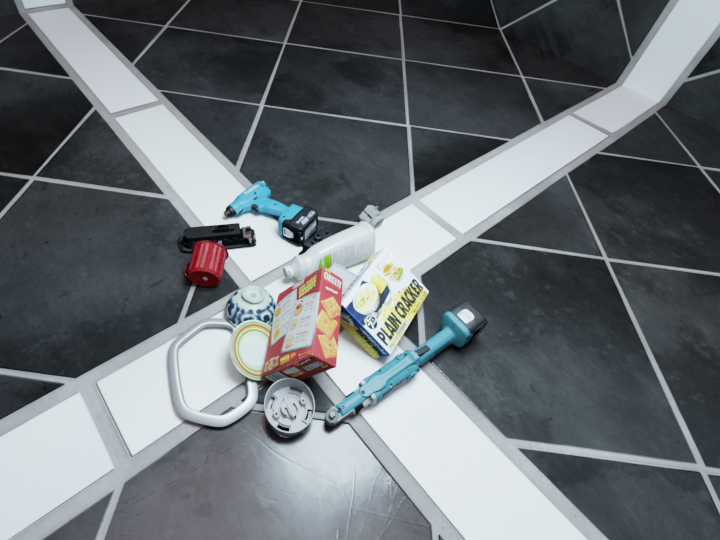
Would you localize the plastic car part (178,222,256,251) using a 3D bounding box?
[{"bbox_3d":[-0.381,-0.090,1.121,0.200,0.065,0.069,-9,59,-11],"label":"plastic car part"}]

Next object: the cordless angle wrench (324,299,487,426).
[{"bbox_3d":[0.098,0.205,0.915,0.415,0.095,0.078,-30,61,-23],"label":"cordless angle wrench"}]

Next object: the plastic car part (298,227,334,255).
[{"bbox_3d":[-0.110,-0.072,1.130,0.069,0.069,0.114,38,52,24],"label":"plastic car part"}]

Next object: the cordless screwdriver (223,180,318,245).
[{"bbox_3d":[-0.250,-0.155,1.183,0.259,0.072,0.157,30,53,22],"label":"cordless screwdriver"}]

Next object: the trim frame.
[{"bbox_3d":[-0.309,0.208,0.896,0.180,0.027,0.261,-14,51,-17],"label":"trim frame"}]
